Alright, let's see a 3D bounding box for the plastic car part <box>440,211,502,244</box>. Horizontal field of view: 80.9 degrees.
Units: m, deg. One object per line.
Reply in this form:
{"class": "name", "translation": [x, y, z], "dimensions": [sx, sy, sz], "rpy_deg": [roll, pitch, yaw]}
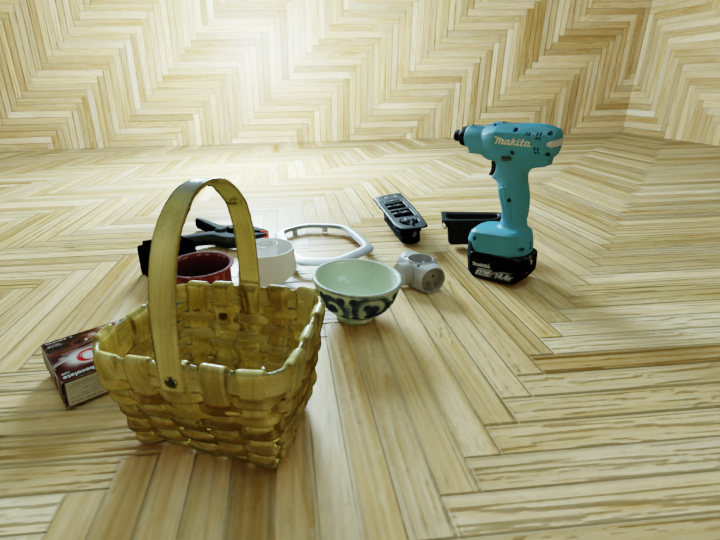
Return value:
{"class": "plastic car part", "translation": [0.214, -0.076, 0.816], "dimensions": [0.119, 0.069, 0.066], "rpy_deg": [5, 23, 12]}

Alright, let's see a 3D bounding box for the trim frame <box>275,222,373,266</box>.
{"class": "trim frame", "translation": [-0.081, -0.053, 0.830], "dimensions": [0.180, 0.027, 0.260], "rpy_deg": [-9, 25, -17]}

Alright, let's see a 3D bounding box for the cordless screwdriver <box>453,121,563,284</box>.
{"class": "cordless screwdriver", "translation": [0.217, -0.112, 0.683], "dimensions": [0.168, 0.243, 0.072], "rpy_deg": [20, 29, 40]}

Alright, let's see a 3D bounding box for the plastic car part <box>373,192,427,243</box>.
{"class": "plastic car part", "translation": [0.082, -0.109, 0.902], "dimensions": [0.065, 0.065, 0.210], "rpy_deg": [-5, 24, -11]}
